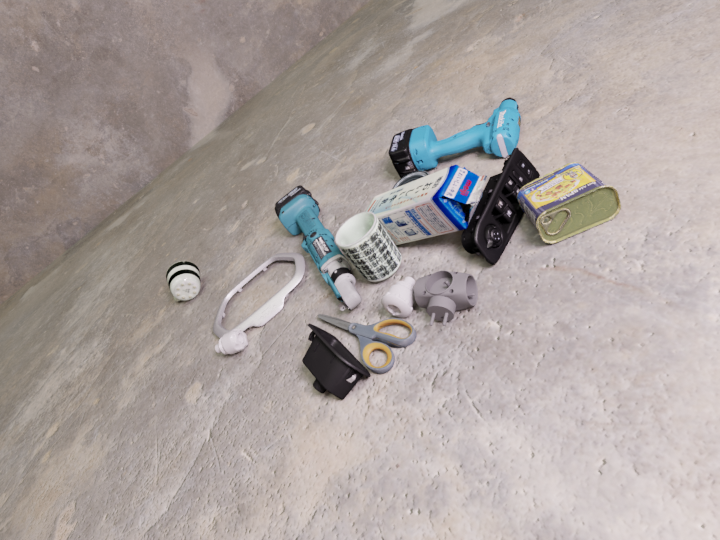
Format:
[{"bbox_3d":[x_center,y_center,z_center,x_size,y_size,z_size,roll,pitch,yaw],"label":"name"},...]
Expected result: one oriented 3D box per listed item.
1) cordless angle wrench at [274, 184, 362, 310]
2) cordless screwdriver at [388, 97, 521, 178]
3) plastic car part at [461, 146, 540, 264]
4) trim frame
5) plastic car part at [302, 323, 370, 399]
[{"bbox_3d":[-0.085,-0.055,0.867,0.098,0.070,0.445,-38,37,2],"label":"cordless angle wrench"},{"bbox_3d":[0.190,-0.272,0.857,0.259,0.071,0.160,-5,46,34],"label":"cordless screwdriver"},{"bbox_3d":[0.208,-0.098,0.653,0.070,0.063,0.203,-10,43,50],"label":"plastic car part"},{"bbox_3d":[-0.217,0.050,0.903,0.248,0.026,0.194,-40,34,-4],"label":"trim frame"},{"bbox_3d":[-0.046,0.142,0.624,0.071,0.062,0.123,-55,38,3],"label":"plastic car part"}]
